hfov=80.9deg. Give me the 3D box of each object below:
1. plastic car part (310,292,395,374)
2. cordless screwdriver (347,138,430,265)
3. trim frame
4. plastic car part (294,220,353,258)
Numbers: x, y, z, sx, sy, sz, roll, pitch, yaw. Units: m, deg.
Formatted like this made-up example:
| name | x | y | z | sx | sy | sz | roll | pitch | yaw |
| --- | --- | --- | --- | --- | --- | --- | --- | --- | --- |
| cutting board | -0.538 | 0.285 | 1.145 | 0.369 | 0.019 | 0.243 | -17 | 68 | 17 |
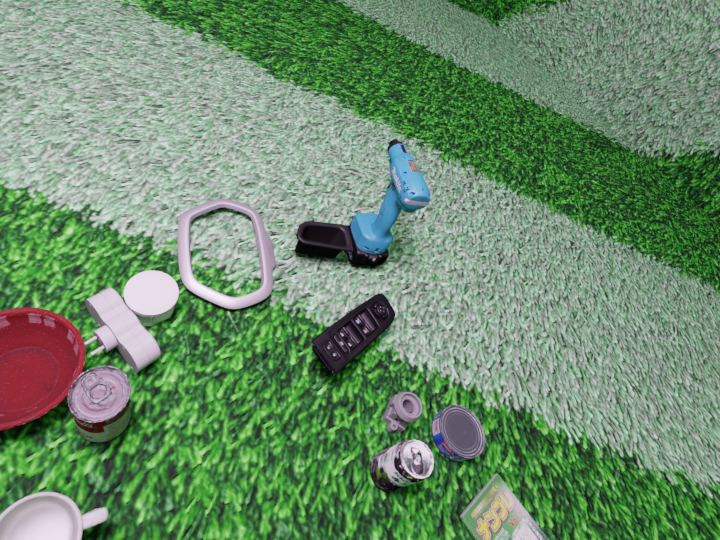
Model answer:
| name | x | y | z | sx | sy | sz | roll | pitch | yaw |
| --- | --- | --- | --- | --- | --- | --- | --- | --- | --- |
| plastic car part | -0.010 | 0.112 | 0.756 | 0.068 | 0.067 | 0.198 | 46 | 50 | 12 |
| cordless screwdriver | 0.043 | -0.128 | 0.848 | 0.072 | 0.248 | 0.165 | 4 | 54 | -25 |
| trim frame | -0.249 | -0.038 | 0.798 | 0.178 | 0.027 | 0.259 | -1 | 54 | -24 |
| plastic car part | -0.083 | -0.055 | 0.854 | 0.113 | 0.071 | 0.068 | 4 | 54 | -22 |
